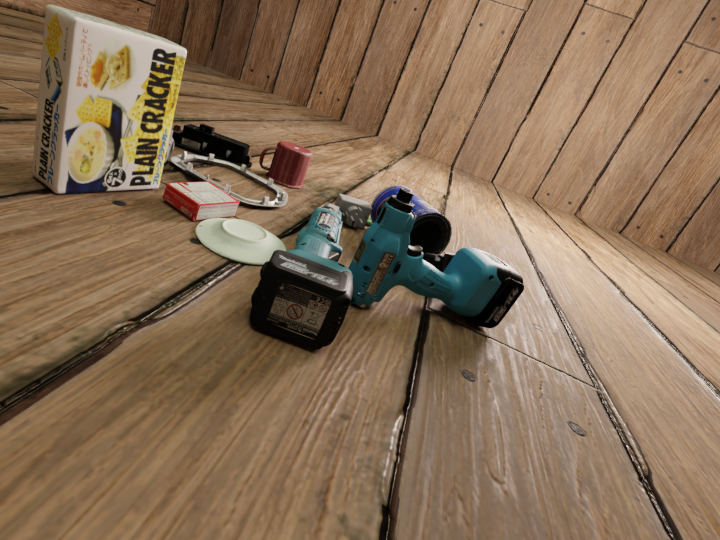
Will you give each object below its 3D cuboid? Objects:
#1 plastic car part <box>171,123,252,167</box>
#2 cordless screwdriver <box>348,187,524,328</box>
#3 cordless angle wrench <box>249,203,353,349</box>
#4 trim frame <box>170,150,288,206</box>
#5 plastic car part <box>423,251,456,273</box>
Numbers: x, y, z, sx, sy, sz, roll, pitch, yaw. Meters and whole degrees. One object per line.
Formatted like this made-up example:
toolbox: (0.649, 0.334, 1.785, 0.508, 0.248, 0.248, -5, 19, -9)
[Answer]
plastic car part: (-0.330, -0.283, 0.940, 0.202, 0.067, 0.067, 23, 15, -3)
cordless screwdriver: (0.110, -0.011, 0.573, 0.239, 0.158, 0.078, 13, 24, -25)
cordless angle wrench: (-0.060, -0.039, 0.611, 0.097, 0.074, 0.429, 20, 20, -6)
trim frame: (-0.248, -0.179, 0.816, 0.258, 0.027, 0.179, 31, 25, 19)
plastic car part: (0.145, -0.004, 0.727, 0.111, 0.065, 0.075, 3, 15, -45)
